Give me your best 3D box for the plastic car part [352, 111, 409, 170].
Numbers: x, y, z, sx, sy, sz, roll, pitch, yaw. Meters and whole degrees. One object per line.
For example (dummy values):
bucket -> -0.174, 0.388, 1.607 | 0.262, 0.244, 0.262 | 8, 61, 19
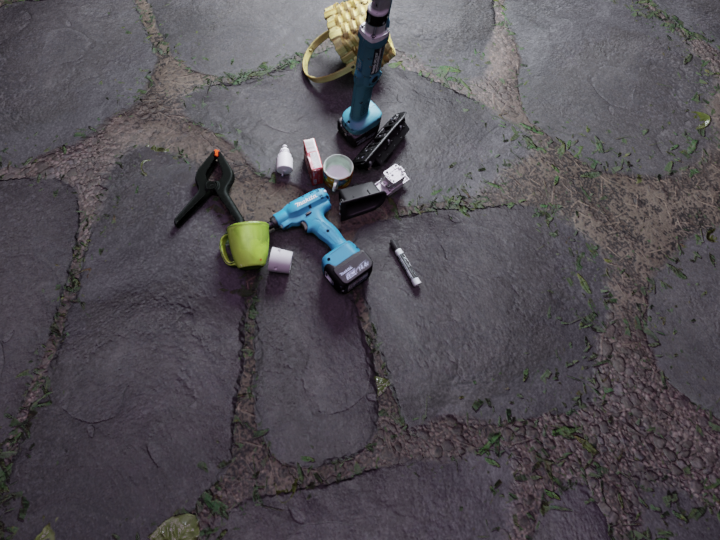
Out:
plastic car part -> 0.062, -0.319, 1.056 | 0.065, 0.069, 0.203 | 40, 72, -20

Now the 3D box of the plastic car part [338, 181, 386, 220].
plastic car part -> -0.005, -0.176, 1.007 | 0.115, 0.064, 0.074 | -21, 59, -14

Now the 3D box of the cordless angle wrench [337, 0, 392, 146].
cordless angle wrench -> 0.016, -0.427, 0.907 | 0.097, 0.417, 0.076 | -34, 78, -16

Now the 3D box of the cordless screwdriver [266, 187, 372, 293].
cordless screwdriver -> -0.093, -0.061, 0.950 | 0.157, 0.072, 0.258 | -30, 69, -12
